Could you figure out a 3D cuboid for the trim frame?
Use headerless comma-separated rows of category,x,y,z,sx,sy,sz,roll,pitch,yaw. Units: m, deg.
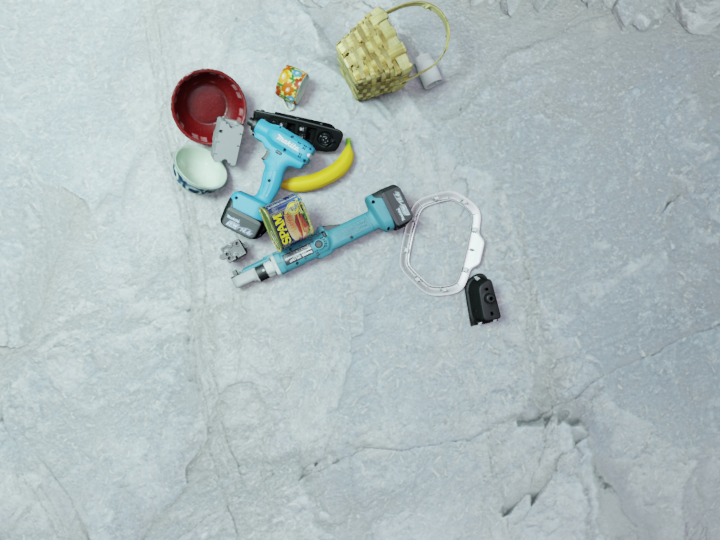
trim frame,0.191,-0.064,0.979,0.183,0.027,0.249,15,85,-3

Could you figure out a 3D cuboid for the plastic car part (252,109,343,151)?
plastic car part,-0.140,-0.319,0.960,0.204,0.068,0.065,14,124,1

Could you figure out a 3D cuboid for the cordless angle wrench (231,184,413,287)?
cordless angle wrench,-0.093,-0.061,0.948,0.422,0.074,0.098,-26,90,-1

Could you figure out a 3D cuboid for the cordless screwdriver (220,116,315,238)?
cordless screwdriver,-0.226,-0.202,0.926,0.160,0.074,0.248,32,95,1

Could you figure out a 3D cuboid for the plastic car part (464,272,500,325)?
plastic car part,0.281,0.068,0.954,0.065,0.072,0.116,-11,92,-6
